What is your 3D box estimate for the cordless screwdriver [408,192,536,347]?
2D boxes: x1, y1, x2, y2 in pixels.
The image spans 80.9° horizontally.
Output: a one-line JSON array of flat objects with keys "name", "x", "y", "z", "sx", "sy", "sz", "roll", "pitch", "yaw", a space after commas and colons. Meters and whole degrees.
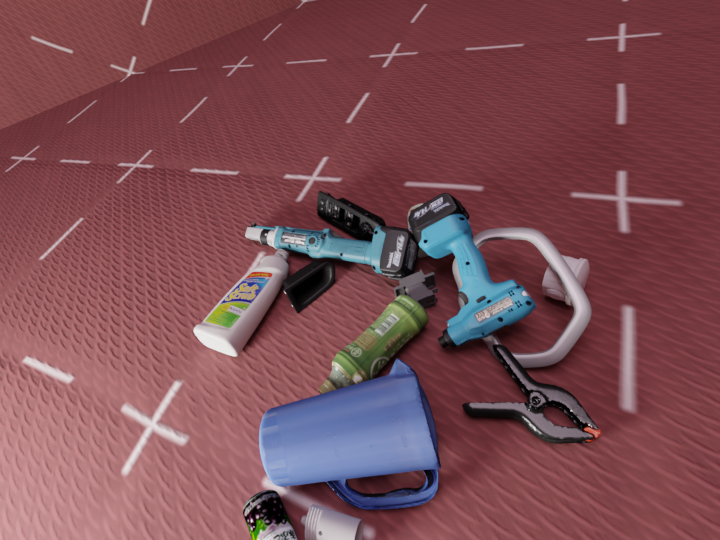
[{"name": "cordless screwdriver", "x": 0.159, "y": -0.001, "z": 0.729, "sx": 0.161, "sy": 0.070, "sz": 0.259, "roll": -35, "pitch": 58, "yaw": 18}]

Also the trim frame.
[{"name": "trim frame", "x": 0.253, "y": 0.037, "z": 0.701, "sx": 0.187, "sy": 0.026, "sz": 0.259, "roll": -33, "pitch": 58, "yaw": 21}]

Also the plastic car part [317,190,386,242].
[{"name": "plastic car part", "x": -0.018, "y": -0.121, "z": 0.968, "sx": 0.064, "sy": 0.065, "sz": 0.215, "roll": -11, "pitch": 34, "yaw": -39}]

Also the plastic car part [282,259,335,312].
[{"name": "plastic car part", "x": -0.113, "y": 0.021, "z": 0.878, "sx": 0.115, "sy": 0.063, "sz": 0.075, "roll": -39, "pitch": 35, "yaw": -21}]

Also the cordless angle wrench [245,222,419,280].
[{"name": "cordless angle wrench", "x": -0.090, "y": -0.059, "z": 0.921, "sx": 0.443, "sy": 0.070, "sz": 0.098, "roll": 9, "pitch": 80, "yaw": 31}]
